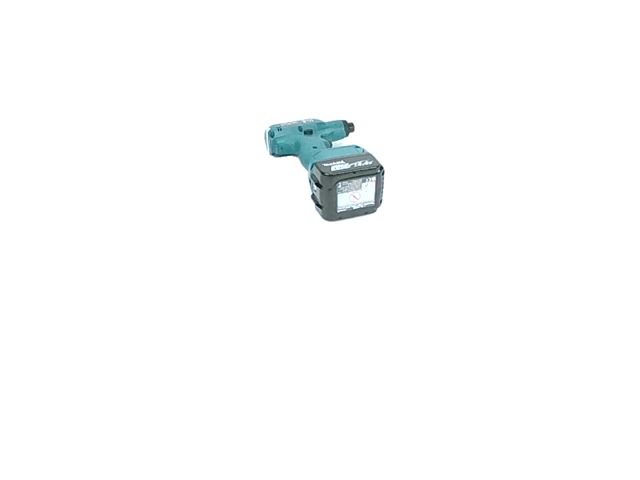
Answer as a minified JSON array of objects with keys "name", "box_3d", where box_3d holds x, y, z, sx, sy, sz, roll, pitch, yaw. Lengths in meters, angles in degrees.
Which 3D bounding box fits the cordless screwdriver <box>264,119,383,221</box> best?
[{"name":"cordless screwdriver","box_3d":[0.022,-0.130,0.661,0.159,0.074,0.249,-15,38,-17]}]
